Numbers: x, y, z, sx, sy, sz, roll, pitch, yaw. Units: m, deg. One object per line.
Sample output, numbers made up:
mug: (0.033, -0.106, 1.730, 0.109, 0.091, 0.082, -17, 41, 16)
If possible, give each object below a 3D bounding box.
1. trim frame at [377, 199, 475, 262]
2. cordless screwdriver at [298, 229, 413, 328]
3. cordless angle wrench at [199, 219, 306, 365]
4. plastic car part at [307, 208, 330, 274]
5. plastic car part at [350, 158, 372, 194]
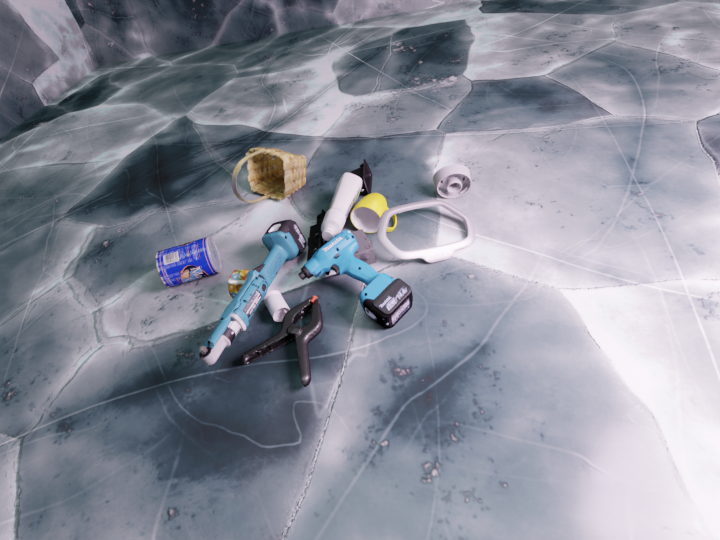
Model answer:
trim frame: (0.162, -0.101, 1.053, 0.245, 0.027, 0.192, -12, 54, -11)
cordless screwdriver: (-0.015, 0.027, 0.939, 0.158, 0.071, 0.262, -39, 57, -13)
cordless angle wrench: (-0.240, 0.039, 0.960, 0.077, 0.094, 0.426, -11, 36, 28)
plastic car part: (-0.108, -0.070, 1.101, 0.068, 0.063, 0.210, -17, 43, 11)
plastic car part: (-0.006, -0.270, 1.281, 0.073, 0.062, 0.119, -13, 45, 23)
